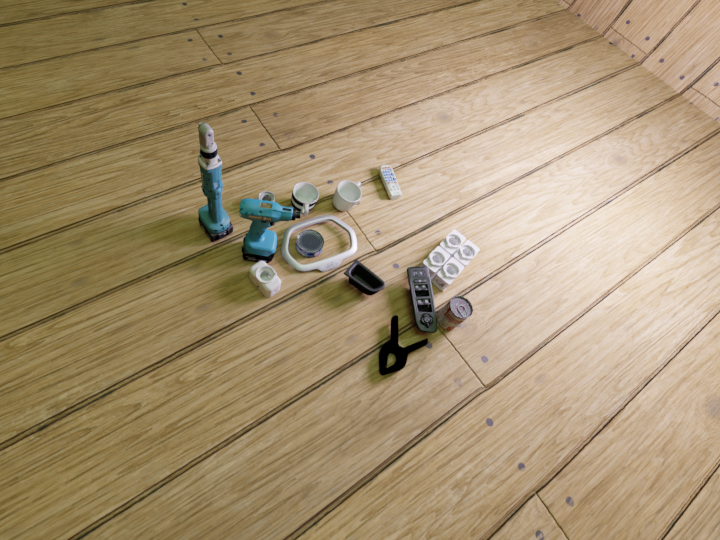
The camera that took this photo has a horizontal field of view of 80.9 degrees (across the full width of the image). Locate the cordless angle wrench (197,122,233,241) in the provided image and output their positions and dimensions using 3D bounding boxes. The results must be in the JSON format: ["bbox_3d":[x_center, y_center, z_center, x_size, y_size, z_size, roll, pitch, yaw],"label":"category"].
[{"bbox_3d":[-0.396,-0.224,1.126,0.073,0.418,0.101,-31,74,-27],"label":"cordless angle wrench"}]

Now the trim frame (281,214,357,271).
[{"bbox_3d":[-0.129,-0.084,1.320,0.243,0.027,0.191,-20,65,-20],"label":"trim frame"}]

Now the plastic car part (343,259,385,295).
[{"bbox_3d":[0.009,0.035,1.249,0.119,0.070,0.065,38,60,11],"label":"plastic car part"}]

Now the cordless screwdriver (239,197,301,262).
[{"bbox_3d":[-0.257,-0.109,1.184,0.157,0.246,0.076,8,61,-10],"label":"cordless screwdriver"}]

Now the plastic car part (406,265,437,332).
[{"bbox_3d":[0.177,0.091,1.248,0.065,0.066,0.209,0,60,-13],"label":"plastic car part"}]
